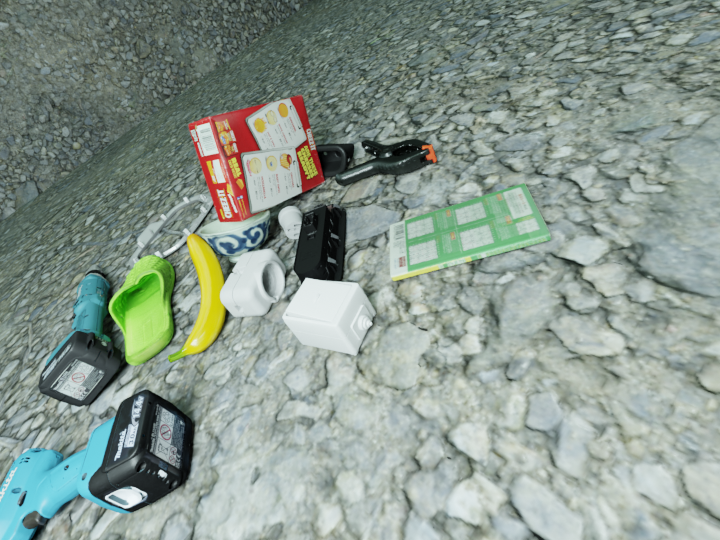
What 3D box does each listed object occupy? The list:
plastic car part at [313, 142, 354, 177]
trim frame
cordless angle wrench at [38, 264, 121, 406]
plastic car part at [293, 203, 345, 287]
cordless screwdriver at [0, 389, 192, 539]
[{"bbox_3d":[-0.058,-0.220,0.813,0.122,0.064,0.070,5,34,34],"label":"plastic car part"},{"bbox_3d":[-0.426,-0.097,0.953,0.191,0.026,0.252,-8,44,29],"label":"trim frame"},{"bbox_3d":[-0.494,0.074,0.772,0.098,0.070,0.446,-51,35,-1],"label":"cordless angle wrench"},{"bbox_3d":[-0.059,-0.039,0.605,0.067,0.064,0.209,-14,42,11],"label":"plastic car part"},{"bbox_3d":[-0.304,0.241,0.450,0.252,0.071,0.165,-27,37,12],"label":"cordless screwdriver"}]
